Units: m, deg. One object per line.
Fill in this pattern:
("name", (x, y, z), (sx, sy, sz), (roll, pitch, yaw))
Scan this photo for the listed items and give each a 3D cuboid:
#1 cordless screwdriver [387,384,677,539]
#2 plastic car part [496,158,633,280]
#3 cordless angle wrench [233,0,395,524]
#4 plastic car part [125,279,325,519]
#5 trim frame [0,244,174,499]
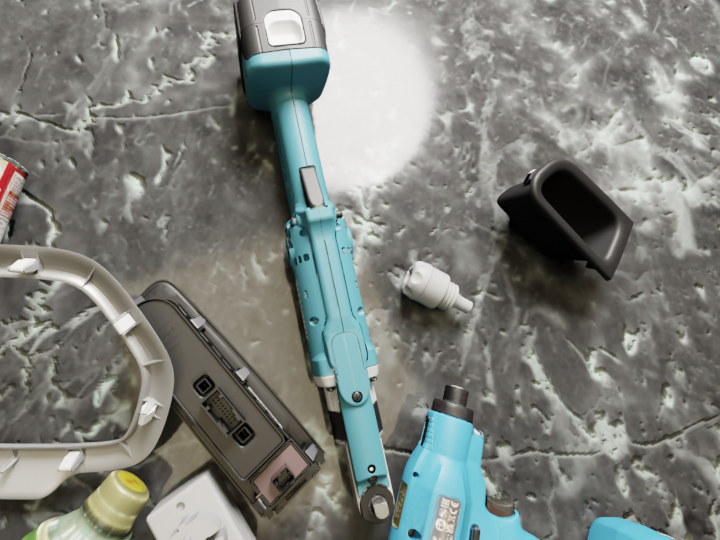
("cordless screwdriver", (0.149, 0.198, 0.311), (0.249, 0.074, 0.160), (18, 72, -1))
("plastic car part", (0.176, -0.049, 0.388), (0.114, 0.073, 0.066), (37, 72, -14))
("cordless angle wrench", (-0.035, -0.023, 0.354), (0.073, 0.098, 0.429), (-10, 80, -12))
("plastic car part", (-0.115, 0.093, 0.322), (0.066, 0.066, 0.207), (-42, 80, -9))
("trim frame", (-0.251, 0.072, 0.289), (0.248, 0.028, 0.181), (1, 104, 0))
